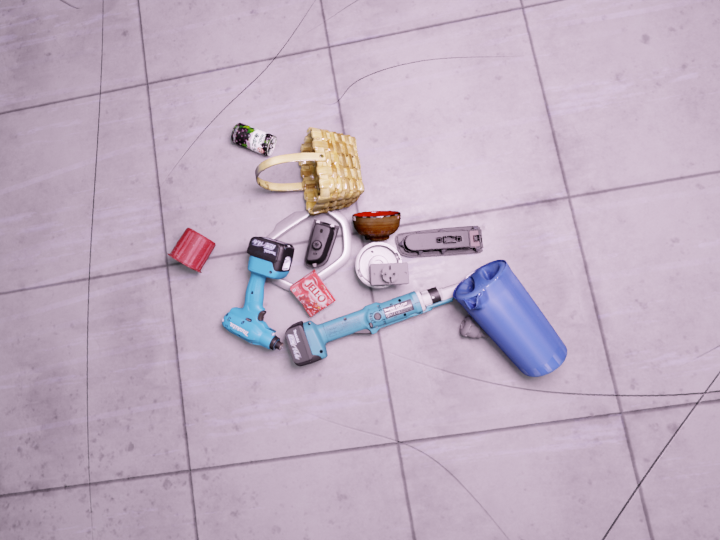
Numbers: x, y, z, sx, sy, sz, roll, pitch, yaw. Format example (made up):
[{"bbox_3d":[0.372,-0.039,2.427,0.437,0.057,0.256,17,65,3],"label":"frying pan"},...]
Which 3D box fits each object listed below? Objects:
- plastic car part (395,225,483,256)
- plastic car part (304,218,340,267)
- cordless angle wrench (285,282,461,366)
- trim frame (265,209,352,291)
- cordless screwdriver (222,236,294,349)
[{"bbox_3d":[0.187,-0.067,0.996,0.205,0.066,0.066,-4,92,7],"label":"plastic car part"},{"bbox_3d":[-0.097,-0.063,0.993,0.067,0.070,0.117,15,82,5],"label":"plastic car part"},{"bbox_3d":[0.037,0.109,0.984,0.423,0.073,0.099,-19,84,0],"label":"cordless angle wrench"},{"bbox_3d":[-0.136,-0.057,1.040,0.249,0.027,0.187,-35,82,2],"label":"trim frame"},{"bbox_3d":[-0.218,0.053,0.985,0.165,0.072,0.248,22,96,21],"label":"cordless screwdriver"}]
